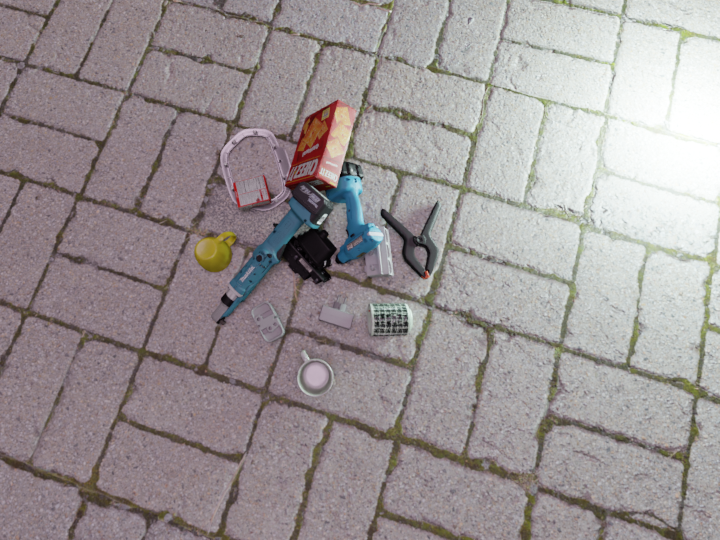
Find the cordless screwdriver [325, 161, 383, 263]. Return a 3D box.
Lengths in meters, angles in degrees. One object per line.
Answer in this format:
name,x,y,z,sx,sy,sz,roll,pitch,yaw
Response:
cordless screwdriver,-0.037,-0.147,1.092,0.071,0.162,0.256,2,63,-40

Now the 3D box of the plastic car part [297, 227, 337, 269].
plastic car part,-0.106,-0.069,1.084,0.072,0.064,0.119,-43,77,26

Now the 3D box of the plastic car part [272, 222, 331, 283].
plastic car part,-0.165,-0.038,1.097,0.068,0.064,0.206,-43,81,23

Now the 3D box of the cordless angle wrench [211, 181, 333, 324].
cordless angle wrench,-0.237,-0.030,1.045,0.100,0.072,0.424,44,100,12

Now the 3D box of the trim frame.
trim frame,-0.287,-0.282,1.166,0.183,0.027,0.253,-17,76,-4
